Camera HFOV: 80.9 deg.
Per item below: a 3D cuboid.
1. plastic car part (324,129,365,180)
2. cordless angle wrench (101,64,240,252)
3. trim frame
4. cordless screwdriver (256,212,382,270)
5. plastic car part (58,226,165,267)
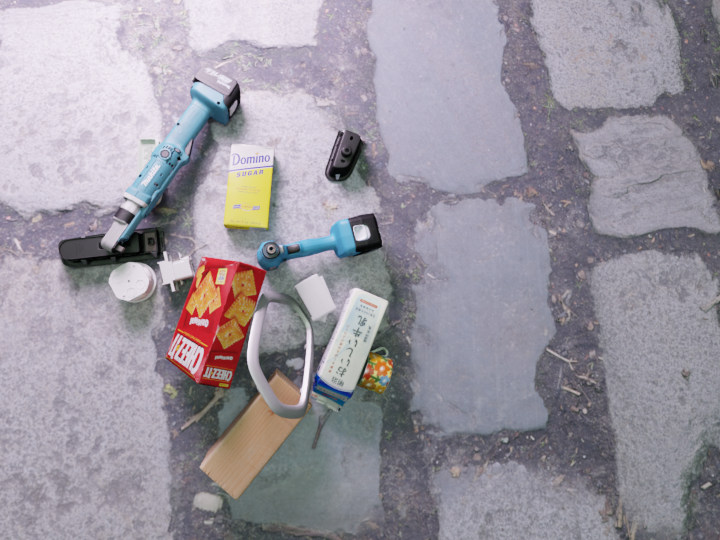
[{"bbox_3d":[-0.032,-0.253,0.913,0.066,0.071,0.117,21,77,-5],"label":"plastic car part"},{"bbox_3d":[-0.383,-0.222,0.844,0.097,0.075,0.424,28,73,-5],"label":"cordless angle wrench"},{"bbox_3d":[-0.138,0.147,0.778,0.028,0.256,0.175,-29,127,22],"label":"trim frame"},{"bbox_3d":[-0.081,-0.053,0.833,0.245,0.160,0.075,-13,87,-11],"label":"cordless screwdriver"},{"bbox_3d":[-0.498,-0.044,0.837,0.201,0.068,0.066,-7,92,-5],"label":"plastic car part"}]
